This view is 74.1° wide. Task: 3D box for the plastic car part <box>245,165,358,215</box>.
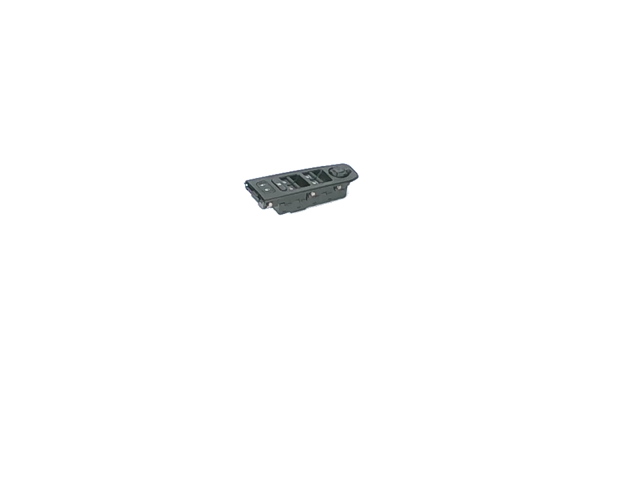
[{"bbox_3d":[-0.022,-0.082,0.719,0.202,0.067,0.066,-21,39,-29],"label":"plastic car part"}]
